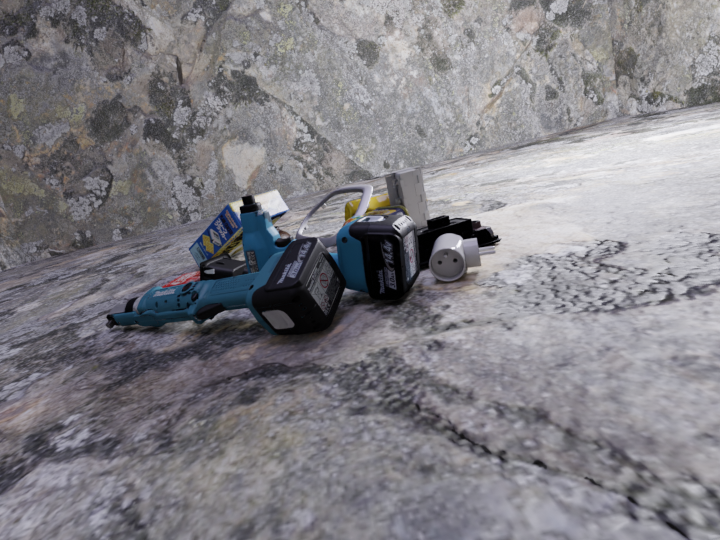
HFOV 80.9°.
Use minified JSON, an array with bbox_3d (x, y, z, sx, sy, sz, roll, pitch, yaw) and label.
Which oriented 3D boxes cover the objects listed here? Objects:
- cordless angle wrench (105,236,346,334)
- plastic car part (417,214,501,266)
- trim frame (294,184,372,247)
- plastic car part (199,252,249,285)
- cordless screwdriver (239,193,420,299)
[{"bbox_3d":[-0.222,0.042,0.581,0.439,0.071,0.099,-9,39,32],"label":"cordless angle wrench"},{"bbox_3d":[0.107,-0.042,0.628,0.199,0.065,0.069,-21,22,-17],"label":"plastic car part"},{"bbox_3d":[-0.062,-0.113,0.907,0.184,0.026,0.260,-54,30,-14],"label":"trim frame"},{"bbox_3d":[-0.233,0.006,0.769,0.073,0.065,0.115,6,16,14],"label":"plastic car part"},{"bbox_3d":[-0.055,-0.036,0.561,0.259,0.156,0.073,-3,15,29],"label":"cordless screwdriver"}]
